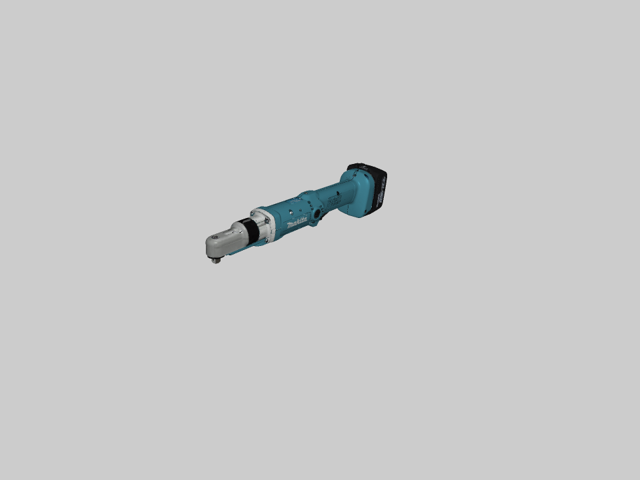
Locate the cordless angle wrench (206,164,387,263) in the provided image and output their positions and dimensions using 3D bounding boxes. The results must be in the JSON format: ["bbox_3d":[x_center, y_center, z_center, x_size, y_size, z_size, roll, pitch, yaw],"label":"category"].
[{"bbox_3d":[-0.025,-0.052,0.742,0.074,0.098,0.421,24,32,32],"label":"cordless angle wrench"}]
